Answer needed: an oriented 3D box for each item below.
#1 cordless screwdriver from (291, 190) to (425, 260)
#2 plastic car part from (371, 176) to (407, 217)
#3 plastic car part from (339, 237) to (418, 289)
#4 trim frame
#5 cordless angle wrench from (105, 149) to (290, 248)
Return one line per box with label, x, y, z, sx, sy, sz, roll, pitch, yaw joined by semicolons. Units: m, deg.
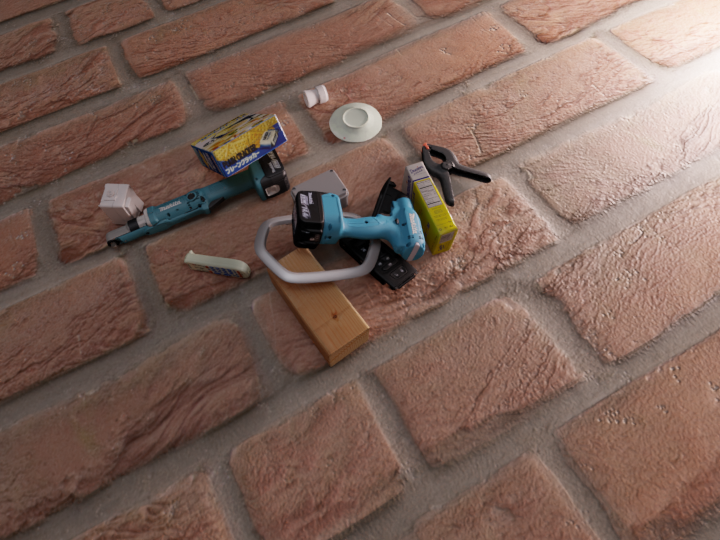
cordless screwdriver;-0.005;-0.104;0.811;0.245;0.073;0.164;6;49;-10
plastic car part;0.066;-0.130;0.916;0.070;0.066;0.118;18;69;-5
plastic car part;0.020;-0.033;0.860;0.065;0.065;0.212;-37;63;-18
trim frame;-0.080;-0.052;0.813;0.244;0.027;0.192;-8;53;-13
cordless angle wrench;-0.370;-0.152;0.954;0.421;0.072;0.102;-24;65;-5
